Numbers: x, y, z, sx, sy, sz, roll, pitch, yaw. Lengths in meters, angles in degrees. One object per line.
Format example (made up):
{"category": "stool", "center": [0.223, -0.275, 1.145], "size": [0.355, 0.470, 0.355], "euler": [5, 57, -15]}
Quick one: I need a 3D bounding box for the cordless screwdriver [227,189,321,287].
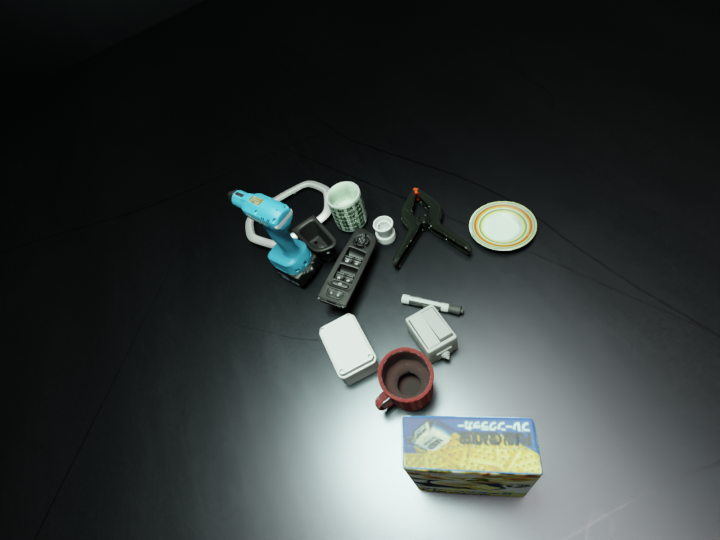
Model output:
{"category": "cordless screwdriver", "center": [-0.185, -0.074, 0.908], "size": [0.167, 0.237, 0.074], "euler": [27, 66, 29]}

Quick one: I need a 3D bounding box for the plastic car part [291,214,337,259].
{"category": "plastic car part", "center": [-0.096, -0.063, 0.978], "size": [0.065, 0.067, 0.123], "euler": [-37, 54, -10]}

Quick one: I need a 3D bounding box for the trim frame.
{"category": "trim frame", "center": [-0.183, -0.147, 1.092], "size": [0.247, 0.026, 0.194], "euler": [-35, 53, -7]}

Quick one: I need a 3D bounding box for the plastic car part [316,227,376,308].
{"category": "plastic car part", "center": [-0.018, -0.002, 0.913], "size": [0.069, 0.064, 0.204], "euler": [12, 61, 24]}
